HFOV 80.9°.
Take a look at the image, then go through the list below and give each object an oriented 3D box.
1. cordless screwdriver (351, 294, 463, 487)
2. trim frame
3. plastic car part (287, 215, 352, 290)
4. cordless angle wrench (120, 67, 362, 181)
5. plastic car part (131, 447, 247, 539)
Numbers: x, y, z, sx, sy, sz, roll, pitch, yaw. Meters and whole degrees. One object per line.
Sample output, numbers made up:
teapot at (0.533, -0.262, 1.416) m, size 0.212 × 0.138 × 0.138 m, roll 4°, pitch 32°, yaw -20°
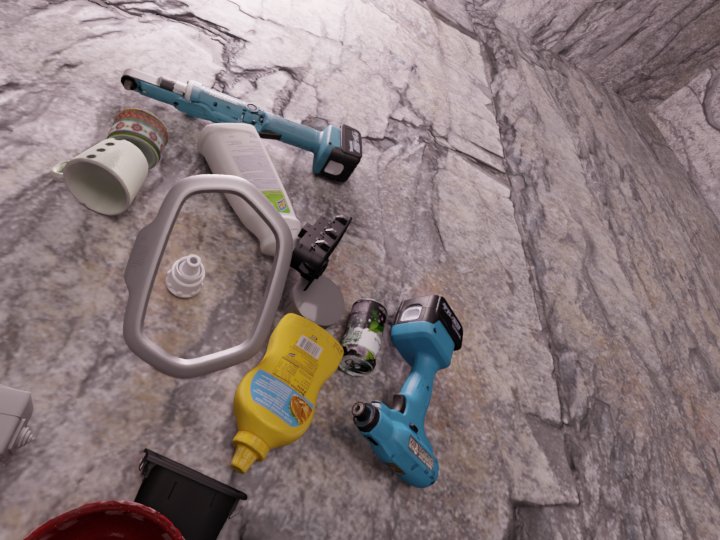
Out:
cordless screwdriver at (0.066, 0.138, 0.580) m, size 0.152 × 0.077 × 0.251 m, roll 49°, pitch 42°, yaw -28°
trim frame at (-0.181, 0.006, 0.508) m, size 0.178 × 0.028 × 0.249 m, roll 17°, pitch 86°, yaw -18°
plastic car part at (-0.060, -0.039, 0.616) m, size 0.066 × 0.066 × 0.205 m, roll 36°, pitch 22°, yaw -10°
cordless angle wrench at (-0.200, -0.269, 0.754) m, size 0.409 × 0.074 × 0.101 m, roll 15°, pitch 52°, yaw -19°
plastic car part at (-0.174, 0.231, 0.411) m, size 0.114 × 0.067 × 0.071 m, roll 34°, pitch 62°, yaw -12°
